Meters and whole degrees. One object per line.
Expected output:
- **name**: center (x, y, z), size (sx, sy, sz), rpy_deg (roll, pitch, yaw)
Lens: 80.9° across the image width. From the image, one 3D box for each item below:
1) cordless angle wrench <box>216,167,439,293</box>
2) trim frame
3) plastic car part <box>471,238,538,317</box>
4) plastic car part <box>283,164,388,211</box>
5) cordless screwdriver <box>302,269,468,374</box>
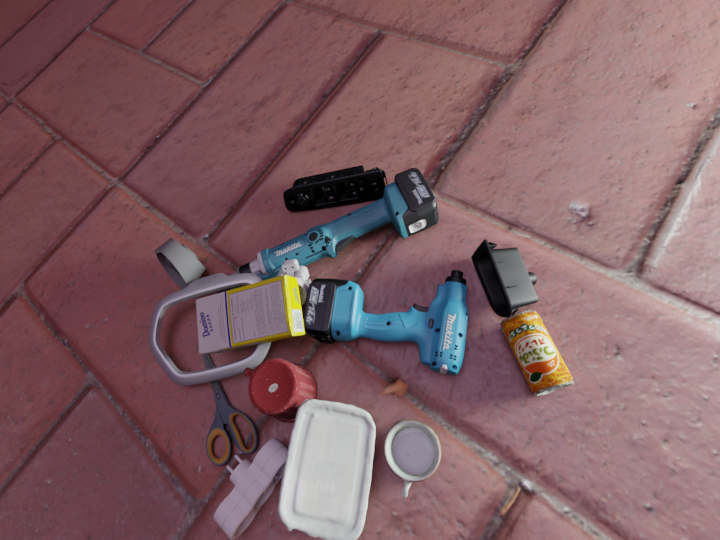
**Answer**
- **cordless angle wrench**: center (-0.074, -0.049, 0.760), size (0.426, 0.071, 0.102), rpy_deg (-24, 62, 8)
- **trim frame**: center (-0.259, 0.096, 0.738), size (0.252, 0.026, 0.188), rpy_deg (-17, 73, 11)
- **plastic car part**: center (0.229, 0.012, 0.648), size (0.070, 0.064, 0.120), rpy_deg (-14, 65, -7)
- **plastic car part**: center (-0.052, -0.162, 0.808), size (0.206, 0.063, 0.069), rpy_deg (-11, 54, 11)
- **cordless screwdriver**: center (0.041, 0.059, 0.673), size (0.256, 0.071, 0.161), rpy_deg (9, 68, 16)
